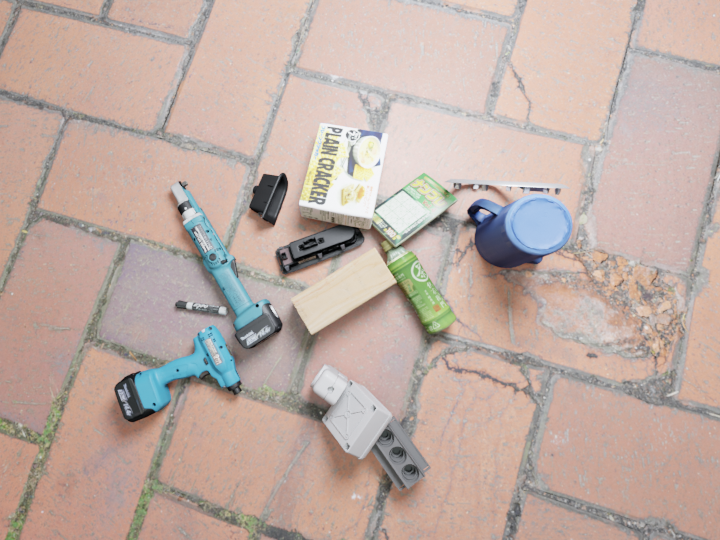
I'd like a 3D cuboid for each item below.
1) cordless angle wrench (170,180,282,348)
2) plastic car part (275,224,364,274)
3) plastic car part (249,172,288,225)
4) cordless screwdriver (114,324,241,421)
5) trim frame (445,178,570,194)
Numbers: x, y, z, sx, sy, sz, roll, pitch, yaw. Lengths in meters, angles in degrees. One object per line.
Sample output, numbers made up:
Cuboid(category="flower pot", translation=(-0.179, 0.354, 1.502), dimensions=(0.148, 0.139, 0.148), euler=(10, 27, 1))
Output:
Cuboid(category="cordless angle wrench", translation=(-0.323, -0.026, 0.958), dimensions=(0.098, 0.073, 0.431), euler=(-33, 79, -2))
Cuboid(category="plastic car part", translation=(-0.093, -0.061, 0.949), dimensions=(0.202, 0.065, 0.069), euler=(-19, 65, -3))
Cuboid(category="plastic car part", translation=(-0.218, -0.172, 0.977), dimensions=(0.073, 0.063, 0.117), euler=(14, 81, 17))
Cuboid(category="cordless screwdriver", translation=(-0.391, 0.248, 0.924), dimensions=(0.248, 0.074, 0.161), euler=(-30, 83, -4))
Cuboid(category="trim frame", translation=(0.286, -0.169, 0.849), dimensions=(0.178, 0.260, 0.027), euler=(-4, 103, -25))
